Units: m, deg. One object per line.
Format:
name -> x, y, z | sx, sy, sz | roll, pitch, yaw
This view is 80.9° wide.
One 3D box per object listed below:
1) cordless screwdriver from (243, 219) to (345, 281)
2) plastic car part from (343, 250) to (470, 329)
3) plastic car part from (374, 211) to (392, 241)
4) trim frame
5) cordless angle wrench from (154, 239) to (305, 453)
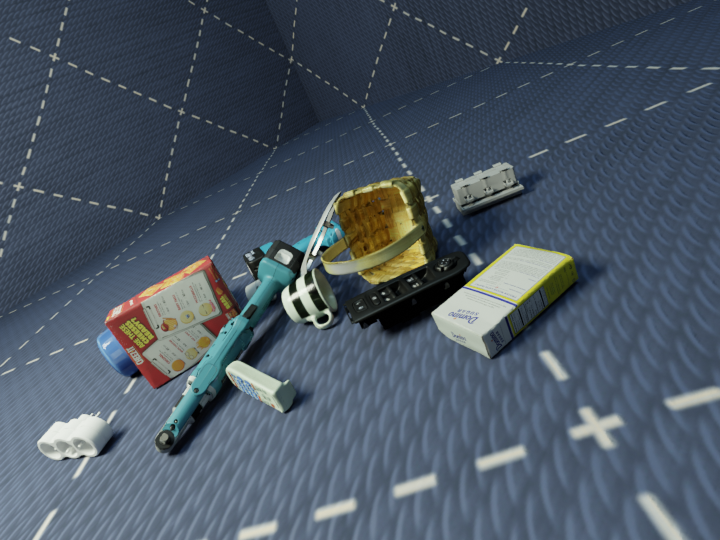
cordless screwdriver -> -0.163, -0.057, 1.044 | 0.246, 0.072, 0.166 | -26, 24, -9
plastic car part -> 0.080, 0.038, 0.642 | 0.203, 0.065, 0.068 | -30, 17, 1
plastic car part -> 0.056, -0.079, 0.904 | 0.073, 0.063, 0.117 | 2, 38, 22
trim frame -> -0.083, -0.055, 0.853 | 0.185, 0.027, 0.247 | -66, 5, -33
cordless angle wrench -> -0.220, 0.116, 0.746 | 0.425, 0.075, 0.097 | -64, 0, -41
